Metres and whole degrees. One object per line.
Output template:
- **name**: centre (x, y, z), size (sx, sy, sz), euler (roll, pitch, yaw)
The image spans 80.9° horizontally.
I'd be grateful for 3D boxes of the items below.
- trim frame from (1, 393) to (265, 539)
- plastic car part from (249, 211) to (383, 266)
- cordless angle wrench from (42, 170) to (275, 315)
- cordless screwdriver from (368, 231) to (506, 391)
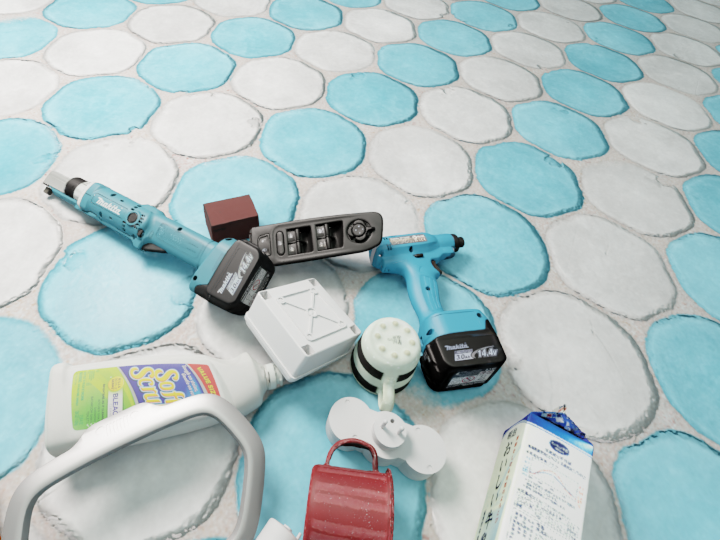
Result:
- **trim frame**: centre (-0.212, 0.230, 0.417), size (0.244, 0.027, 0.187), euler (-24, 79, -18)
- **plastic car part**: centre (-0.063, -0.041, 0.643), size (0.206, 0.064, 0.068), euler (-10, 67, 11)
- **cordless angle wrench**: centre (-0.329, -0.068, 0.640), size (0.437, 0.072, 0.098), euler (25, 79, 18)
- **cordless screwdriver**: centre (0.124, 0.039, 0.617), size (0.156, 0.072, 0.260), euler (-9, 50, -15)
